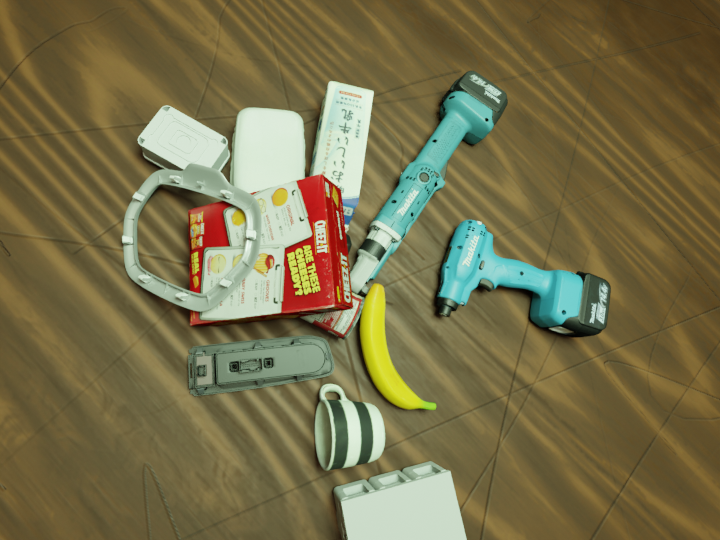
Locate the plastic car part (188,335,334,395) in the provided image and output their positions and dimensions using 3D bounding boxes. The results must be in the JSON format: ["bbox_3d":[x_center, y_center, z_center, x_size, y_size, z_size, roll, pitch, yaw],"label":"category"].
[{"bbox_3d":[-0.133,0.125,0.582,0.199,0.067,0.068,-4,71,-14],"label":"plastic car part"}]

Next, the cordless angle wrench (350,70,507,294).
[{"bbox_3d":[0.096,-0.141,0.686,0.098,0.074,0.422,34,75,-2],"label":"cordless angle wrench"}]

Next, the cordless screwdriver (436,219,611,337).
[{"bbox_3d":[0.246,0.038,0.662,0.249,0.074,0.160,24,74,1],"label":"cordless screwdriver"}]

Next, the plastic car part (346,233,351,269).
[{"bbox_3d":[-0.060,-0.039,0.612,0.114,0.068,0.070,22,112,-14],"label":"plastic car part"}]

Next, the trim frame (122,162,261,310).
[{"bbox_3d":[-0.236,-0.052,0.566,0.260,0.026,0.184,19,87,28],"label":"trim frame"}]
